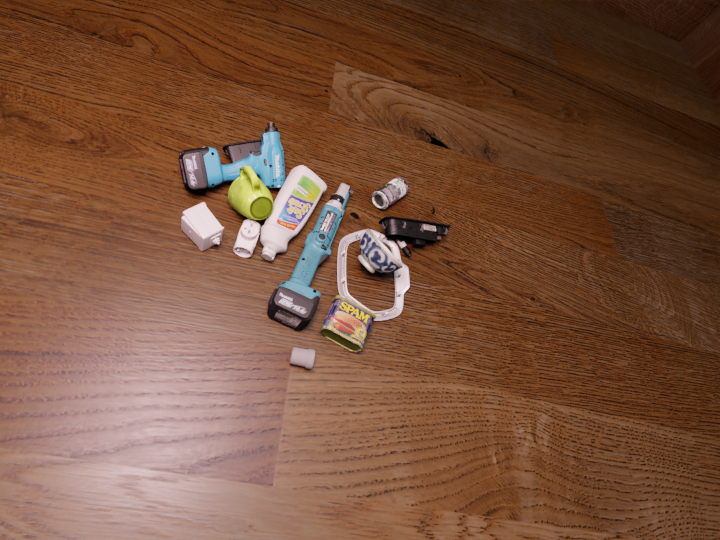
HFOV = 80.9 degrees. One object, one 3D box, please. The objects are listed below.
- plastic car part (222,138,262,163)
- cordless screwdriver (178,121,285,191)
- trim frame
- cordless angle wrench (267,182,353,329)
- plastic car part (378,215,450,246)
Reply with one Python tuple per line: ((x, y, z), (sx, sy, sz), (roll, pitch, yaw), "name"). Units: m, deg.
((-0.287, -0.288, 1.078), (0.113, 0.067, 0.072), (-18, 84, -24), "plastic car part")
((-0.301, -0.270, 1.008), (0.241, 0.078, 0.157), (-10, 103, -25), "cordless screwdriver")
((0.032, 0.003, 1.031), (0.179, 0.027, 0.255), (10, 56, -15), "trim frame")
((-0.098, -0.064, 1.002), (0.097, 0.074, 0.428), (24, 54, -7), "cordless angle wrench")
((0.134, -0.099, 1.090), (0.194, 0.068, 0.068), (11, 79, -26), "plastic car part")
